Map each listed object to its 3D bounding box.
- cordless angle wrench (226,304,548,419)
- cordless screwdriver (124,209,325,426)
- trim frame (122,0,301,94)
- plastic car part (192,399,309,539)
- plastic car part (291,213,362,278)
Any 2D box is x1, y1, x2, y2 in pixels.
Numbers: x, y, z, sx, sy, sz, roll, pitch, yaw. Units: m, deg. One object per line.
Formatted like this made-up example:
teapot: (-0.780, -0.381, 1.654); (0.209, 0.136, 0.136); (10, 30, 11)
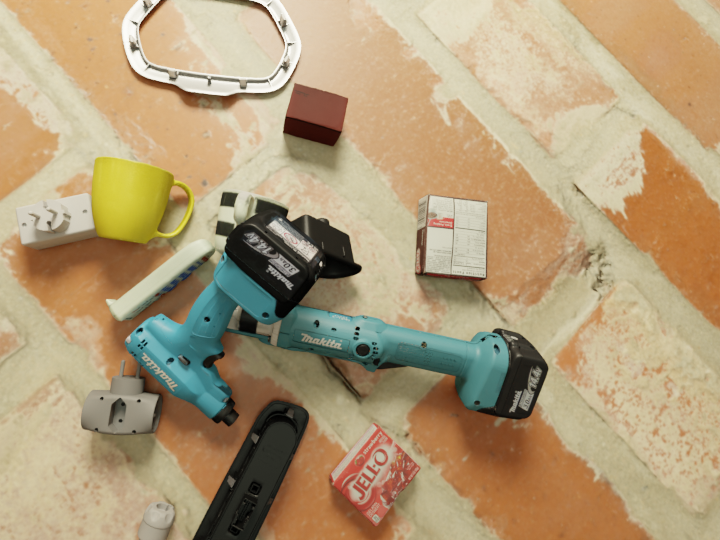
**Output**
cordless angle wrench: (0.003, 0.088, 0.526); (0.422, 0.075, 0.097); (12, 106, -1)
cordless screwdriver: (-0.136, 0.062, 0.468); (0.251, 0.074, 0.158); (-42, 94, 20)
trim frame: (-0.208, -0.331, 0.597); (0.245, 0.028, 0.186); (5, 81, -8)
plastic car part: (-0.127, 0.250, 0.491); (0.067, 0.066, 0.203); (26, 75, 1)
plastic car part: (-0.053, -0.034, 0.539); (0.110, 0.068, 0.073); (16, 60, -47)
